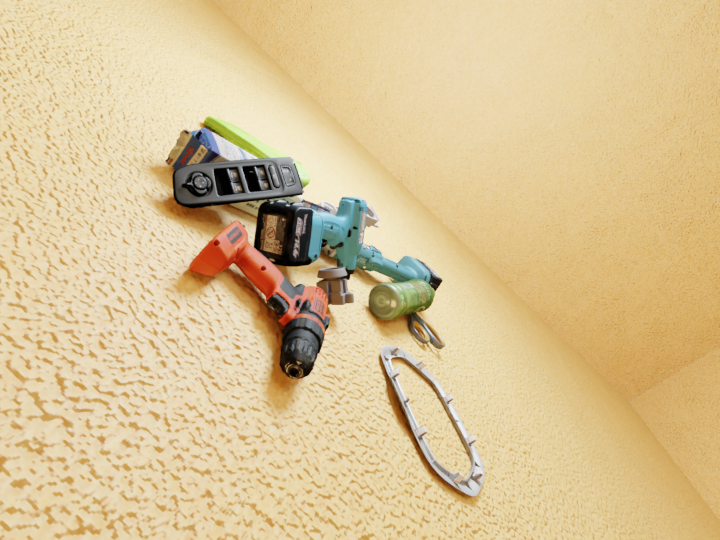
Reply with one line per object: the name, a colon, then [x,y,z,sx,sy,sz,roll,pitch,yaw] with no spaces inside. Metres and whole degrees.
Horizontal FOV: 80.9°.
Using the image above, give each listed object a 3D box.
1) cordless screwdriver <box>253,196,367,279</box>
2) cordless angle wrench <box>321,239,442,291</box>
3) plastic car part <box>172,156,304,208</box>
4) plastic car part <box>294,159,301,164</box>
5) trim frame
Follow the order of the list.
cordless screwdriver: [-0.070,-0.046,0.720,0.078,0.157,0.239,12,14,30]
cordless angle wrench: [0.016,-0.028,0.913,0.400,0.074,0.103,22,20,-39]
plastic car part: [-0.187,-0.129,0.632,0.195,0.070,0.066,-15,91,-41]
plastic car part: [-0.163,-0.214,0.981,0.072,0.067,0.112,65,20,11]
trim frame: [0.110,0.217,0.654,0.174,0.028,0.260,28,26,-37]
